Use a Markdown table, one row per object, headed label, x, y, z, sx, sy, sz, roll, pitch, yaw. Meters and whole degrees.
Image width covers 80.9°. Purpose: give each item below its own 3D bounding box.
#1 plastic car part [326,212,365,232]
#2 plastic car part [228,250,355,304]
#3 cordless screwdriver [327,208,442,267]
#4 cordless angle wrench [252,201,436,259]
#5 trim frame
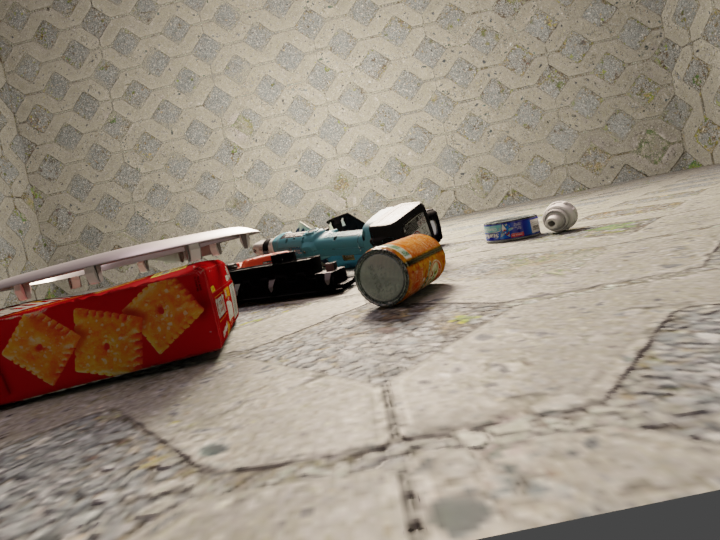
| label | x | y | z | sx | sy | sz | roll | pitch | yaw |
| --- | --- | --- | --- | --- | --- | --- | --- | --- | --- |
| plastic car part | -0.013 | -0.062 | 0.885 | 0.110 | 0.072 | 0.068 | 29 | -30 | -35 |
| plastic car part | -0.114 | 0.012 | 0.567 | 0.209 | 0.066 | 0.065 | -12 | 11 | 22 |
| cordless screwdriver | 0.072 | -0.061 | 0.816 | 0.240 | 0.073 | 0.166 | -22 | 11 | -40 |
| cordless angle wrench | -0.073 | -0.047 | 0.742 | 0.443 | 0.072 | 0.096 | -1 | 29 | 47 |
| trim frame | -0.210 | -0.006 | 0.390 | 0.254 | 0.027 | 0.181 | -13 | 7 | 17 |
